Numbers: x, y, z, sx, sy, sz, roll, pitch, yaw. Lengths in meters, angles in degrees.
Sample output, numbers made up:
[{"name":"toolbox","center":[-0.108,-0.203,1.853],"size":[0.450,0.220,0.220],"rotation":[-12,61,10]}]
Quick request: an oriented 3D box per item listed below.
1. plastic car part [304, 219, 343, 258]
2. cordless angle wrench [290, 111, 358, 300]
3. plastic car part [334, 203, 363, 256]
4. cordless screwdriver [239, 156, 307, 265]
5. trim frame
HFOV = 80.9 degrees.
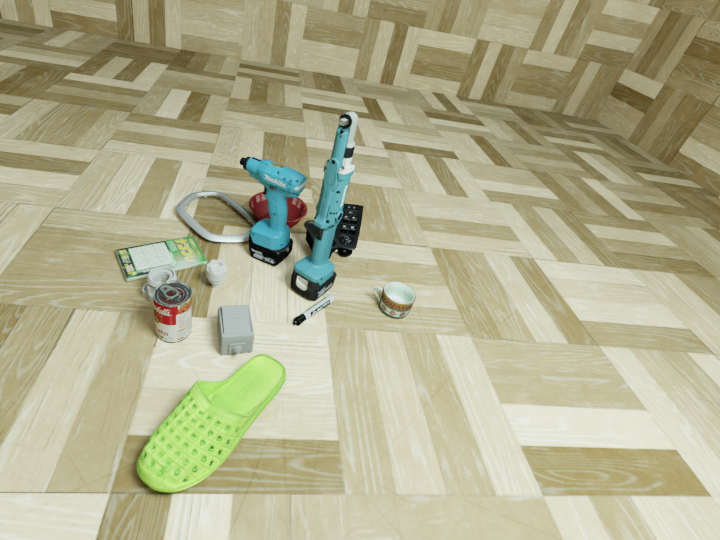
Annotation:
[{"name":"plastic car part","center":[-0.105,-0.069,1.078],"size":[0.064,0.069,0.123],"rotation":[-9,43,-29]},{"name":"cordless angle wrench","center":[-0.066,-0.120,0.870],"size":[0.077,0.415,0.096],"rotation":[31,39,18]},{"name":"plastic car part","center":[-0.036,-0.108,1.151],"size":[0.066,0.066,0.207],"rotation":[12,37,-4]},{"name":"cordless screwdriver","center":[-0.221,-0.142,0.994],"size":[0.164,0.244,0.074],"rotation":[26,37,13]},{"name":"trim frame","center":[-0.378,-0.146,1.133],"size":[0.261,0.027,0.179],"rotation":[36,43,27]}]
